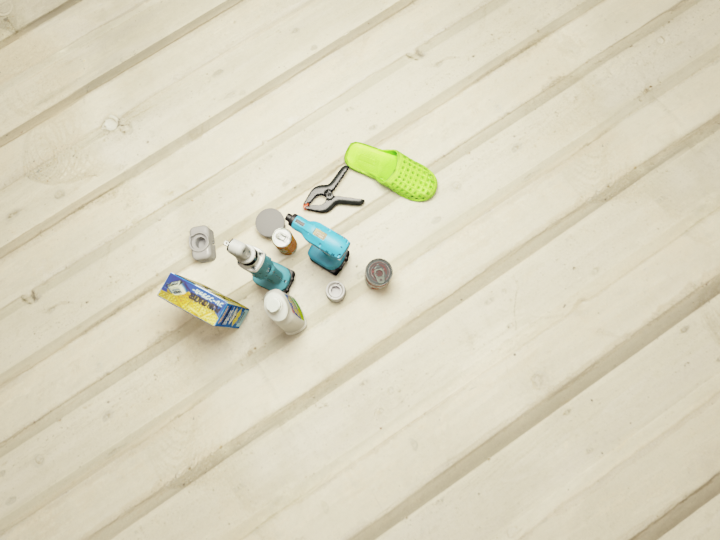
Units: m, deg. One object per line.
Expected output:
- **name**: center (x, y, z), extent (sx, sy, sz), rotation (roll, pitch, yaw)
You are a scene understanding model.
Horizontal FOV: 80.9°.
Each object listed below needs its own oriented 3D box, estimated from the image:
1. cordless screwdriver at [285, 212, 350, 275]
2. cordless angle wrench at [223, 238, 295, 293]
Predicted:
- **cordless screwdriver**: center (-0.102, -0.067, 1.048), extent (0.162, 0.245, 0.074), rotation (32, 82, 6)
- **cordless angle wrench**: center (-0.225, -0.008, 0.957), extent (0.099, 0.417, 0.074), rotation (24, 81, 3)
